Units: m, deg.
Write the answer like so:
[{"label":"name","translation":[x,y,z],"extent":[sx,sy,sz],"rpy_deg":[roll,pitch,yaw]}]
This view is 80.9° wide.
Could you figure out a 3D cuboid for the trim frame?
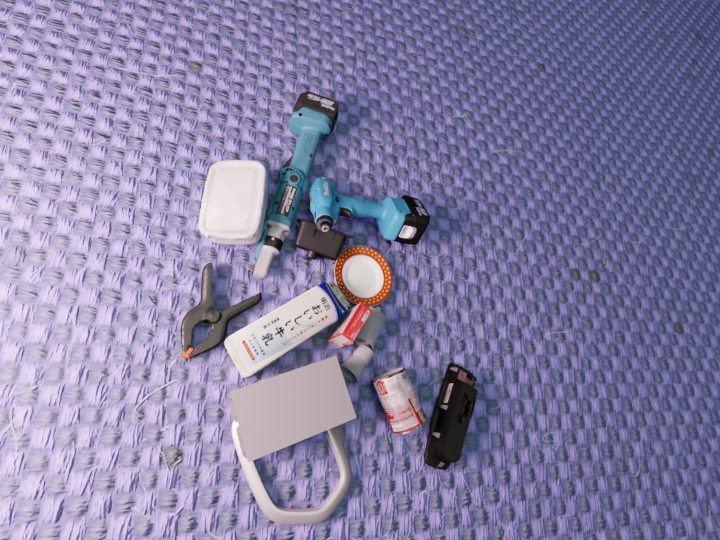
[{"label":"trim frame","translation":[-0.113,0.300,0.724],"extent":[0.180,0.027,0.254],"rpy_deg":[-23,77,-24]}]

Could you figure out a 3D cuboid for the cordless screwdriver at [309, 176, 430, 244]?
[{"label":"cordless screwdriver","translation":[0.017,-0.110,0.869],"extent":[0.243,0.073,0.165],"rpy_deg":[11,37,-14]}]

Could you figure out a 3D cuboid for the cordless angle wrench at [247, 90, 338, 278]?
[{"label":"cordless angle wrench","translation":[-0.142,-0.180,0.876],"extent":[0.097,0.074,0.428],"rpy_deg":[17,68,-7]}]

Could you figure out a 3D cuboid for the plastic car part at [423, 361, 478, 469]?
[{"label":"plastic car part","translation":[0.184,0.283,0.815],"extent":[0.065,0.068,0.204],"rpy_deg":[34,65,-15]}]

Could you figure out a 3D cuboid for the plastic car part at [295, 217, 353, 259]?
[{"label":"plastic car part","translation":[-0.084,-0.055,0.857],"extent":[0.114,0.067,0.071],"rpy_deg":[16,81,-11]}]
